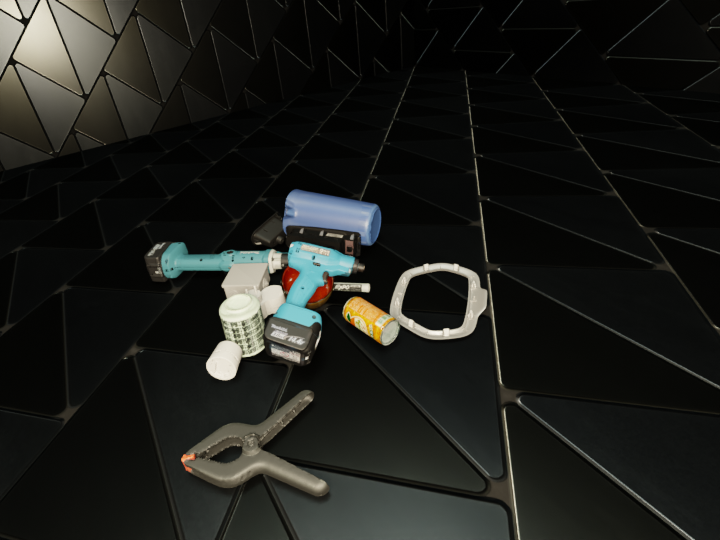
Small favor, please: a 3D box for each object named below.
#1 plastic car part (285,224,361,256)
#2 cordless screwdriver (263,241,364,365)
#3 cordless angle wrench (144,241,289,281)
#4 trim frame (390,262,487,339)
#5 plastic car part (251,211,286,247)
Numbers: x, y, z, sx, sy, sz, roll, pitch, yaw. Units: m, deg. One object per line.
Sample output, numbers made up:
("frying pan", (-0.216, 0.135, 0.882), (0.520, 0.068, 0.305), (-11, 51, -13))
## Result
("plastic car part", (-0.104, -0.068, 1.060), (0.211, 0.064, 0.067), (12, 38, 22))
("cordless screwdriver", (-0.087, 0.056, 0.818), (0.161, 0.072, 0.253), (11, 53, 4))
("cordless angle wrench", (-0.323, -0.024, 1.060), (0.429, 0.072, 0.100), (0, 32, 9))
("trim frame", (0.161, 0.052, 0.871), (0.190, 0.026, 0.249), (5, 34, 18))
("plastic car part", (-0.239, -0.099, 1.164), (0.073, 0.064, 0.116), (22, 45, 16))
